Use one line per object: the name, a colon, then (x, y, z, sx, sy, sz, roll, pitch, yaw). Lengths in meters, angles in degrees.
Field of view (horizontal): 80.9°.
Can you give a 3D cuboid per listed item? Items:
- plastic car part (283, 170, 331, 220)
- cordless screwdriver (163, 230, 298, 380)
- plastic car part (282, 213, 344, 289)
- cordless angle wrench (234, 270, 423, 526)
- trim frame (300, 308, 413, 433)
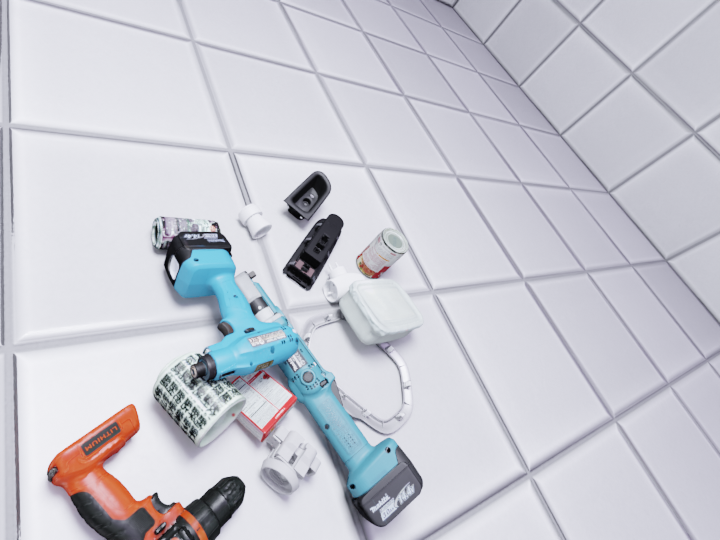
plastic car part: (-0.114, -0.153, 0.912, 0.066, 0.072, 0.116, 39, 59, -5)
cordless screwdriver: (-0.216, 0.047, 0.617, 0.152, 0.074, 0.261, -8, 46, -48)
plastic car part: (-0.084, -0.055, 0.862, 0.066, 0.067, 0.204, 30, 40, -4)
cordless angle wrench: (-0.079, 0.170, 0.657, 0.097, 0.073, 0.437, -34, 71, -17)
trim frame: (-0.002, 0.171, 0.752, 0.248, 0.028, 0.183, 41, 43, -1)
